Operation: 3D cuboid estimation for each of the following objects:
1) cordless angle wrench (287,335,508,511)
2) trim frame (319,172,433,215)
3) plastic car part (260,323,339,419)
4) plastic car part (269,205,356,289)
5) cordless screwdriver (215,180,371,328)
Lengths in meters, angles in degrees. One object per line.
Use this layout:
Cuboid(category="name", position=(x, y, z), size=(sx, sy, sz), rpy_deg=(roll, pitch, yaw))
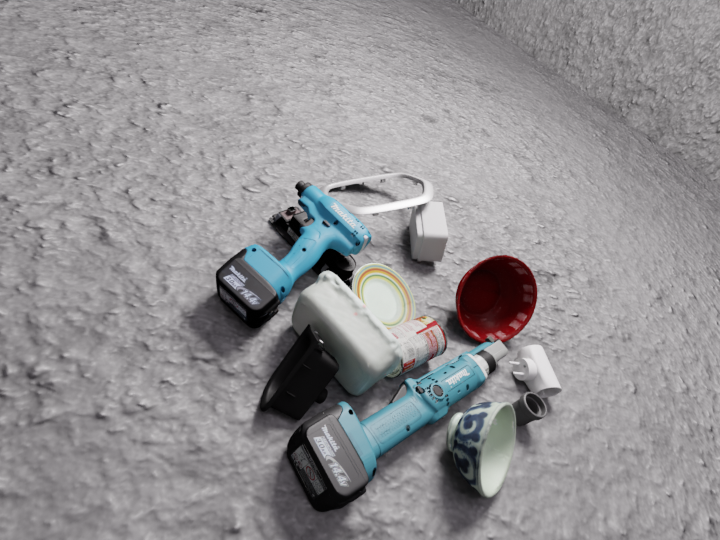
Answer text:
Cuboid(category="cordless angle wrench", position=(0.094, 0.182, 0.604), size=(0.407, 0.074, 0.102), rpy_deg=(-17, 60, -38))
Cuboid(category="trim frame", position=(0.032, -0.161, 0.871), size=(0.244, 0.027, 0.194), rpy_deg=(-15, 36, -15))
Cuboid(category="plastic car part", position=(-0.071, 0.142, 0.553), size=(0.069, 0.116, 0.068), rpy_deg=(33, 0, -15))
Cuboid(category="plastic car part", position=(-0.073, -0.048, 0.748), size=(0.064, 0.067, 0.210), rpy_deg=(-19, 62, -46))
Cuboid(category="cordless screwdriver", position=(-0.117, -0.039, 0.661), size=(0.164, 0.073, 0.245), rpy_deg=(43, 61, 14))
